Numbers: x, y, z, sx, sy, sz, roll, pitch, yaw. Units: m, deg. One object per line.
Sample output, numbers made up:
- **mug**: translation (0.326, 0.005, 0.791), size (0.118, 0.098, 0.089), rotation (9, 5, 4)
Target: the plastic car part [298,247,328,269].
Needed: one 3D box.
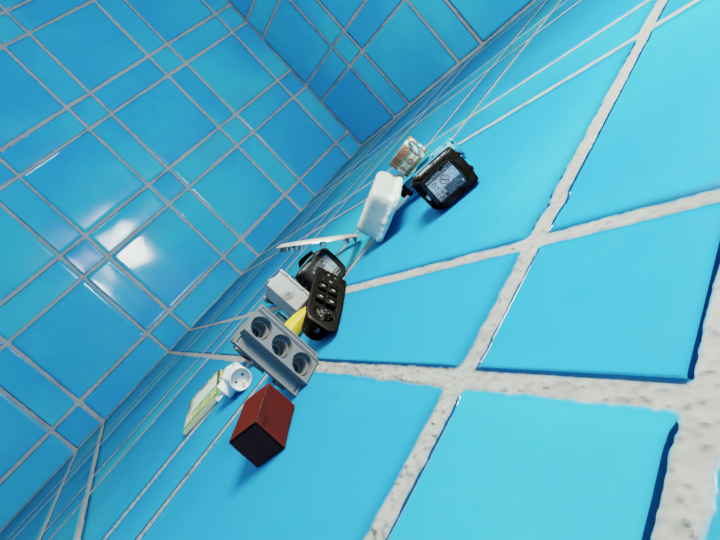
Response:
- **plastic car part**: translation (-0.112, -0.025, 1.113), size (0.069, 0.066, 0.119), rotation (-34, 4, -29)

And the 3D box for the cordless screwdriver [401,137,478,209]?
- **cordless screwdriver**: translation (0.138, -0.179, 0.831), size (0.161, 0.073, 0.250), rotation (-40, 12, 20)

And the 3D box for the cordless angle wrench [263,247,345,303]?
- **cordless angle wrench**: translation (-0.175, 0.044, 1.069), size (0.097, 0.073, 0.433), rotation (-51, 14, -28)

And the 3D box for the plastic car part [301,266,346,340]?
- **plastic car part**: translation (-0.072, 0.062, 0.761), size (0.067, 0.065, 0.206), rotation (-52, 13, 15)

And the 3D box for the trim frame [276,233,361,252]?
- **trim frame**: translation (-0.096, -0.063, 0.984), size (0.188, 0.027, 0.244), rotation (-6, 6, 14)
